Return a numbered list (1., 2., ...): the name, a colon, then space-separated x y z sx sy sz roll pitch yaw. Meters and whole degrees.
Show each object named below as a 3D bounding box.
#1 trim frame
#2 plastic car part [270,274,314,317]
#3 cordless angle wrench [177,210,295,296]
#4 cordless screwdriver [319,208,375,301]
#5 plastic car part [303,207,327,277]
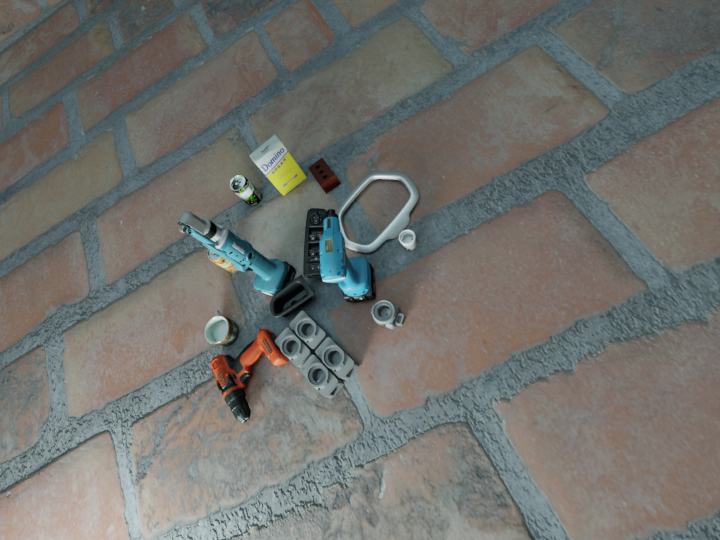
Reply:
1. trim frame: 0.039 -0.158 1.114 0.193 0.026 0.248 39 86 29
2. plastic car part: -0.170 0.077 1.077 0.117 0.067 0.069 -37 63 3
3. cordless angle wrench: -0.274 -0.037 0.970 0.077 0.403 0.098 13 75 21
4. cordless screwdriver: -0.032 -0.024 0.967 0.076 0.237 0.163 -10 68 14
5. plastic car part: -0.109 -0.071 1.114 0.068 0.064 0.208 -10 67 16
